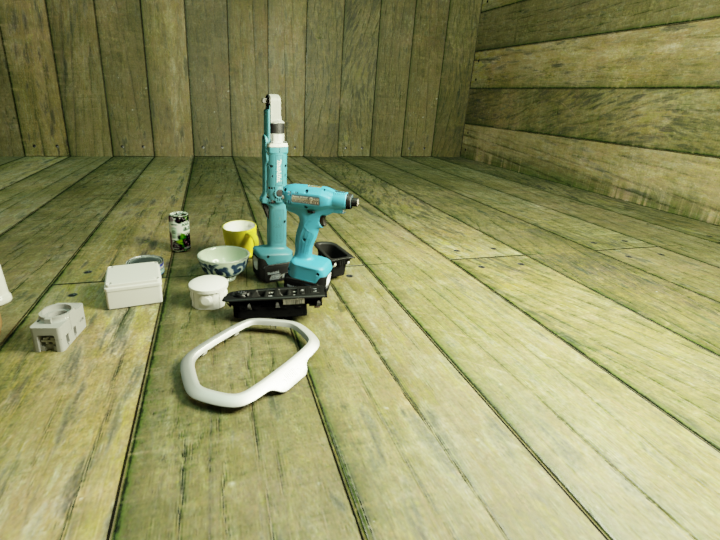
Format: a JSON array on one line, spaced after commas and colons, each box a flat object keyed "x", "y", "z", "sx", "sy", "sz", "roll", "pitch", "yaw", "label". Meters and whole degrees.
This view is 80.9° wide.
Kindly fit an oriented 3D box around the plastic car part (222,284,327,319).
[{"x": -0.169, "y": 0.064, "z": 0.838, "sx": 0.202, "sy": 0.066, "sz": 0.068, "roll": 1, "pitch": 21, "yaw": -3, "label": "plastic car part"}]

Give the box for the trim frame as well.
[{"x": -0.178, "y": 0.142, "z": 0.699, "sx": 0.193, "sy": 0.027, "sz": 0.242, "roll": 15, "pitch": 26, "yaw": 28, "label": "trim frame"}]

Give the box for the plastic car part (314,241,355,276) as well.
[{"x": -0.072, "y": -0.022, "z": 1.050, "sx": 0.064, "sy": 0.069, "sz": 0.123, "roll": -8, "pitch": 24, "yaw": -27, "label": "plastic car part"}]

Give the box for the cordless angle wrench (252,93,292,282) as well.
[{"x": -0.198, "y": -0.181, "z": 0.971, "sx": 0.094, "sy": 0.415, "sz": 0.078, "roll": -7, "pitch": 23, "yaw": -29, "label": "cordless angle wrench"}]

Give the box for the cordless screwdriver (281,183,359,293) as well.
[{"x": -0.089, "y": -0.058, "z": 0.907, "sx": 0.163, "sy": 0.244, "sz": 0.074, "roll": 9, "pitch": 21, "yaw": 14, "label": "cordless screwdriver"}]
